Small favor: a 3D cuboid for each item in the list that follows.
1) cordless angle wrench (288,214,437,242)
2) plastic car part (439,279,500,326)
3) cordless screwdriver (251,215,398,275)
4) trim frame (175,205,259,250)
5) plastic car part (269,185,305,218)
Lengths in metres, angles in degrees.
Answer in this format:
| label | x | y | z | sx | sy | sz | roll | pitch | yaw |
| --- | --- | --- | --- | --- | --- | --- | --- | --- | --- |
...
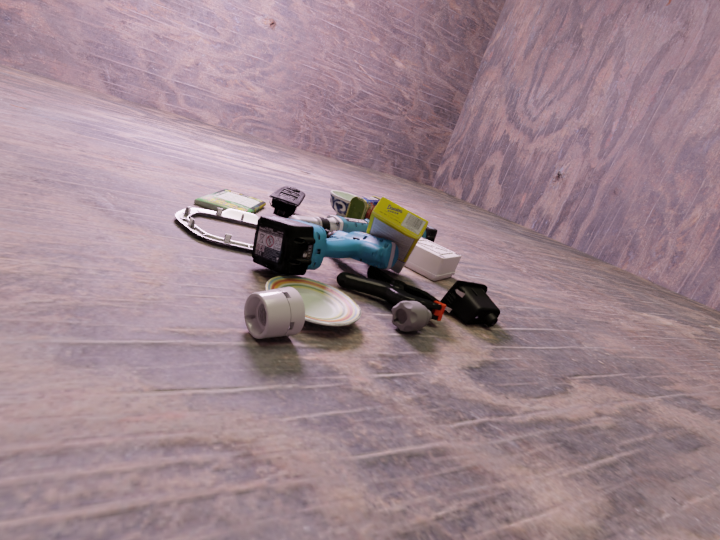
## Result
| label | x | y | z | sx | sy | sz | roll | pitch | yaw |
| --- | --- | --- | --- | --- | --- | --- | --- | --- | --- |
| cordless angle wrench | 0.014 | -0.088 | 0.953 | 0.402 | 0.074 | 0.104 | 1 | 24 | -44 |
| plastic car part | 0.201 | 0.065 | 0.729 | 0.111 | 0.066 | 0.075 | 9 | 34 | -39 |
| cordless screwdriver | -0.070 | -0.045 | 0.711 | 0.237 | 0.074 | 0.168 | 0 | 14 | -45 |
| trim frame | -0.211 | -0.075 | 0.774 | 0.241 | 0.027 | 0.192 | 10 | 18 | -20 |
| plastic car part | -0.169 | -0.159 | 0.994 | 0.066 | 0.066 | 0.206 | 11 | 21 | -4 |
